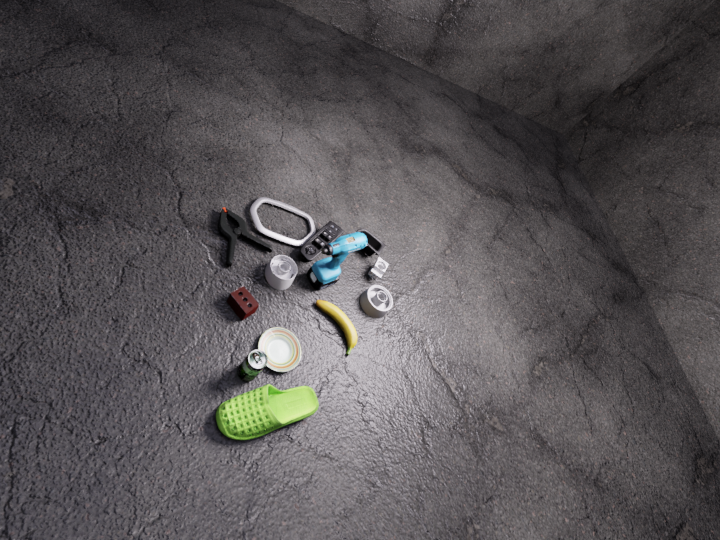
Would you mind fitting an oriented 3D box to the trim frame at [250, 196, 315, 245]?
[{"bbox_3d":[-0.271,-0.174,1.486,0.241,0.027,0.189,18,50,-17],"label":"trim frame"}]

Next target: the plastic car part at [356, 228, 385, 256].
[{"bbox_3d":[0.021,-0.098,1.561,0.117,0.071,0.065,39,47,1],"label":"plastic car part"}]

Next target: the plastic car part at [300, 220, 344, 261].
[{"bbox_3d":[-0.144,-0.094,1.469,0.067,0.067,0.200,42,47,2],"label":"plastic car part"}]

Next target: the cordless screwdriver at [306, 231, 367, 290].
[{"bbox_3d":[-0.096,-0.025,1.319,0.153,0.250,0.076,-19,71,-39],"label":"cordless screwdriver"}]
